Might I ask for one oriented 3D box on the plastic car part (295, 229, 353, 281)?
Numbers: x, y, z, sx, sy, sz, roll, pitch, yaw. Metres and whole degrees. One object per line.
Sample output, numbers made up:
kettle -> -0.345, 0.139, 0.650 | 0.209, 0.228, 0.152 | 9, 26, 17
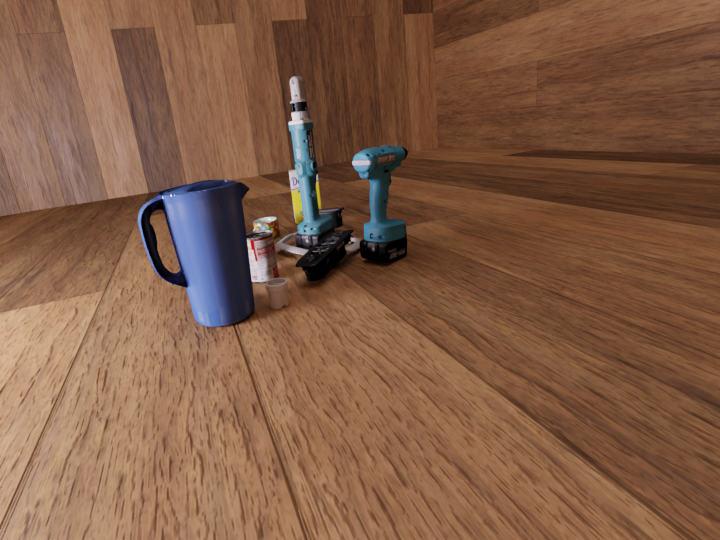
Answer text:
plastic car part -> -0.076, -0.031, 0.918 | 0.069, 0.065, 0.200 | 1, 21, 22

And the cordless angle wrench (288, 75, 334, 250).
cordless angle wrench -> -0.134, -0.260, 1.054 | 0.078, 0.414, 0.095 | 4, 19, 31

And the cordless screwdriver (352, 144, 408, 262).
cordless screwdriver -> 0.060, -0.151, 0.938 | 0.078, 0.244, 0.154 | 10, 23, 42

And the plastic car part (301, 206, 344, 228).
plastic car part -> -0.102, -0.144, 1.232 | 0.120, 0.069, 0.065 | 1, 19, 21

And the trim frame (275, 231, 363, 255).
trim frame -> -0.107, -0.070, 1.092 | 0.262, 0.027, 0.178 | 12, 27, 43
